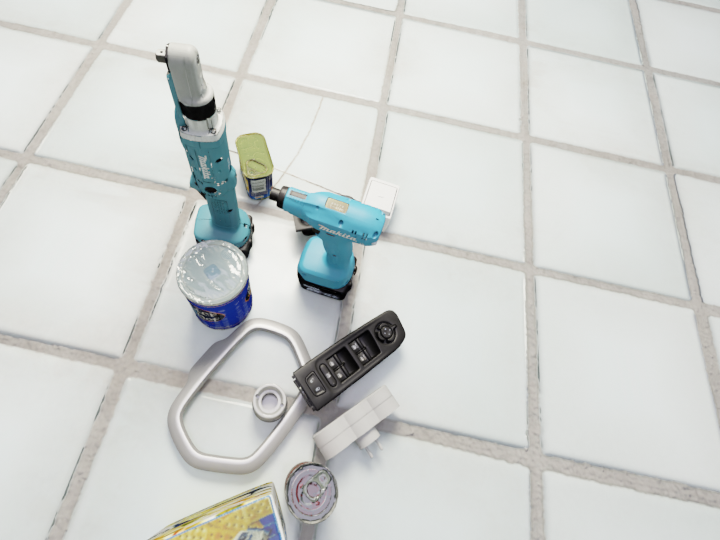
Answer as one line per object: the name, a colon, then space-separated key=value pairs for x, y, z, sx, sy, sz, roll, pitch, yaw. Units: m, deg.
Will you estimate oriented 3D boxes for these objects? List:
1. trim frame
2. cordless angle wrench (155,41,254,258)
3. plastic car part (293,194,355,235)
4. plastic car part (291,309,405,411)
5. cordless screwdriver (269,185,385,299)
trim frame: x=-0.180 y=0.188 z=0.660 sx=0.188 sy=0.027 sz=0.247 roll=33 pitch=66 yaw=10
cordless angle wrench: x=-0.208 y=-0.135 z=0.596 sx=0.097 sy=0.418 sz=0.076 roll=6 pitch=66 yaw=-8
plastic car part: x=-0.068 y=-0.094 z=0.783 sx=0.115 sy=0.070 sz=0.068 roll=-7 pitch=67 yaw=-10
plastic car part: x=-0.012 y=0.140 z=0.678 sx=0.200 sy=0.066 sz=0.068 roll=-33 pitch=74 yaw=-19
cordless screwdriver: x=-0.065 y=-0.042 z=0.661 sx=0.160 sy=0.245 sz=0.075 roll=20 pitch=65 yaw=0
